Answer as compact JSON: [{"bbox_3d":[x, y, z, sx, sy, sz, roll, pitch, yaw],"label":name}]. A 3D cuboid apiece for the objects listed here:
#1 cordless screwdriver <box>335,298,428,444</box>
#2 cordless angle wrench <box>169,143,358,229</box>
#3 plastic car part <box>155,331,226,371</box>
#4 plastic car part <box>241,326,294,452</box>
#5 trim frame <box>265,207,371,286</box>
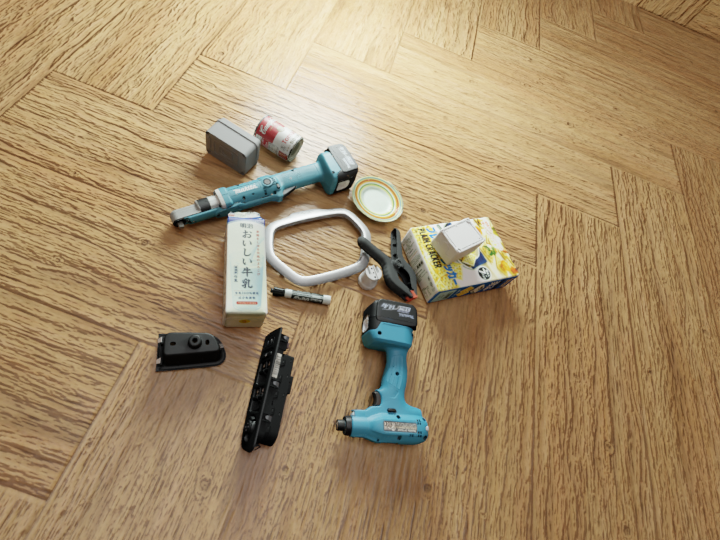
[{"bbox_3d":[0.034,0.180,0.775,0.156,0.074,0.255,6,63,-12],"label":"cordless screwdriver"},{"bbox_3d":[-0.204,-0.177,0.924,0.413,0.074,0.101,-23,70,-23],"label":"cordless angle wrench"},{"bbox_3d":[-0.288,0.129,0.718,0.114,0.070,0.068,-1,63,-14],"label":"plastic car part"},{"bbox_3d":[-0.154,0.205,0.720,0.064,0.068,0.206,33,51,-29],"label":"plastic car part"},{"bbox_3d":[-0.089,-0.058,0.909,0.242,0.027,0.190,-17,67,-21],"label":"trim frame"}]
